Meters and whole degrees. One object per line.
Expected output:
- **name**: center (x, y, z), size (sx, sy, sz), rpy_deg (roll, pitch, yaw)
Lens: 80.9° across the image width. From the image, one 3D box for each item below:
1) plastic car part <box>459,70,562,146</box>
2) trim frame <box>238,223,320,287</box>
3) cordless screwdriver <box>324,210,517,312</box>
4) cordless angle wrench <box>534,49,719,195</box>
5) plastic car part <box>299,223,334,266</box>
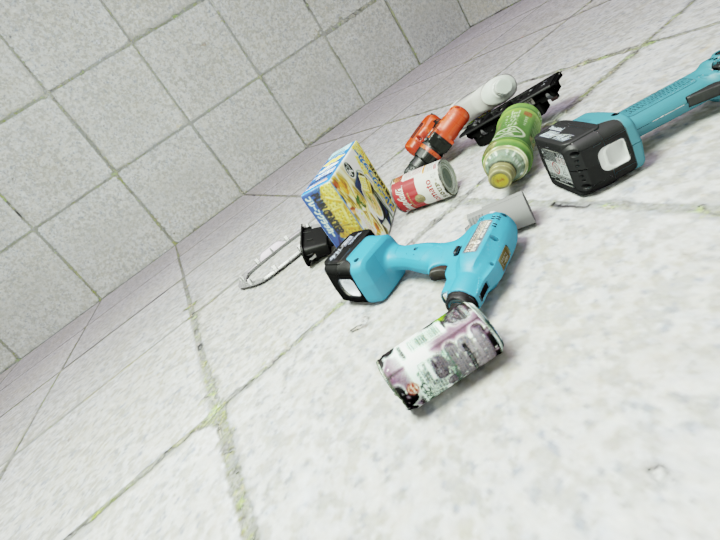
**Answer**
- **plastic car part**: center (0.287, -0.296, 0.808), size (0.210, 0.064, 0.066), rpy_deg (-14, 36, 49)
- **trim frame**: center (-0.198, -0.040, 1.026), size (0.247, 0.026, 0.192), rpy_deg (-42, 23, -11)
- **cordless screwdriver**: center (0.058, 0.003, 0.540), size (0.260, 0.071, 0.158), rpy_deg (-6, 36, 44)
- **cordless angle wrench**: center (0.429, -0.229, 0.491), size (0.427, 0.072, 0.100), rpy_deg (-28, 22, 10)
- **plastic car part**: center (-0.085, -0.056, 0.873), size (0.071, 0.064, 0.120), rpy_deg (-19, 26, 2)
